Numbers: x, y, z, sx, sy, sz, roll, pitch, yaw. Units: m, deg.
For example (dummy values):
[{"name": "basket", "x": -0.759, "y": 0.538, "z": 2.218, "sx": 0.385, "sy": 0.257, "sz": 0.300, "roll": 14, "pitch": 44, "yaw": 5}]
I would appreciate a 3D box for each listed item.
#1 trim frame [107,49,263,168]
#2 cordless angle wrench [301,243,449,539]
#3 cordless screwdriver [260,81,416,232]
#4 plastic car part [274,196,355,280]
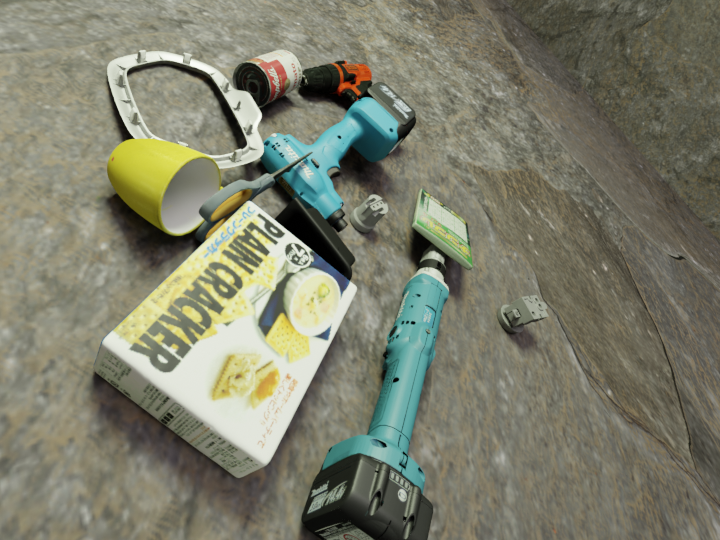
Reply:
[{"name": "trim frame", "x": -0.223, "y": -0.220, "z": 0.554, "sx": 0.176, "sy": 0.027, "sz": 0.260, "roll": -9, "pitch": 54, "yaw": -37}, {"name": "cordless angle wrench", "x": 0.057, "y": 0.089, "z": 0.491, "sx": 0.074, "sy": 0.098, "sz": 0.424, "roll": 35, "pitch": 40, "yaw": -7}, {"name": "cordless screwdriver", "x": -0.011, "y": -0.171, "z": 0.626, "sx": 0.161, "sy": 0.075, "sz": 0.245, "roll": 48, "pitch": 60, "yaw": 5}, {"name": "plastic car part", "x": -0.052, "y": -0.034, "z": 0.534, "sx": 0.116, "sy": 0.067, "sz": 0.070, "roll": 48, "pitch": 29, "yaw": -1}]
